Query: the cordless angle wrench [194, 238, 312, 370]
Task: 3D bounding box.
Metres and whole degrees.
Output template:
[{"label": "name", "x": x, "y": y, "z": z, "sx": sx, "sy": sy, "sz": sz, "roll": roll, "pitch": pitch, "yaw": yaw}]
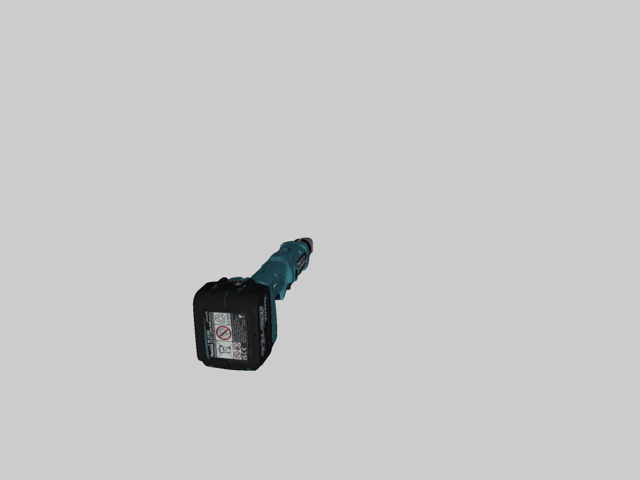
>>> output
[{"label": "cordless angle wrench", "x": -0.063, "y": 0.052, "z": 0.647, "sx": 0.074, "sy": 0.098, "sz": 0.422, "roll": 2, "pitch": 13, "yaw": 10}]
